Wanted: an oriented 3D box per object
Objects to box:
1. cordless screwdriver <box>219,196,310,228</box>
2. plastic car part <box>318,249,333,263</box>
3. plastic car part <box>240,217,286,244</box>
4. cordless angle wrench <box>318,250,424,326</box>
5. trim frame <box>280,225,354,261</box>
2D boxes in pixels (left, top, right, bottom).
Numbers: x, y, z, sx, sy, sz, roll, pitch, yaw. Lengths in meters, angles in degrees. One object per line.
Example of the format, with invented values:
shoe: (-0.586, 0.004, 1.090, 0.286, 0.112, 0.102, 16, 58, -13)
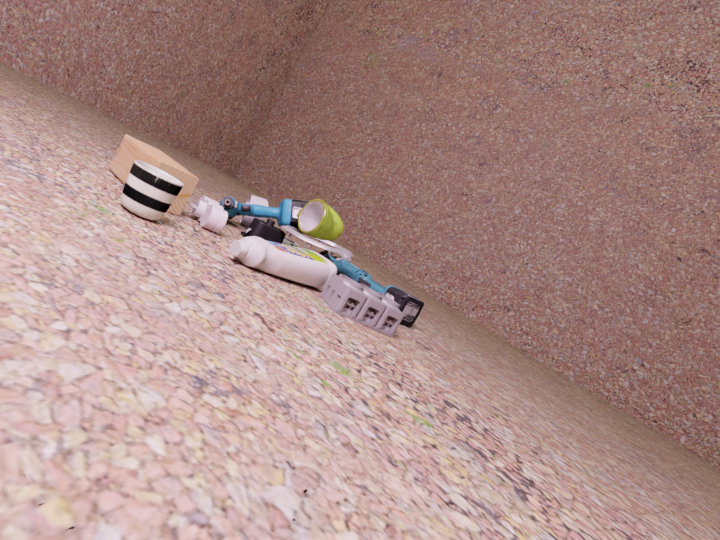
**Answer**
cordless screwdriver: (-0.250, -0.159, 1.123, 0.244, 0.074, 0.162, 5, -1, -13)
plastic car part: (-0.100, -0.020, 1.156, 0.066, 0.066, 0.206, 43, 4, -11)
plastic car part: (-0.238, -0.096, 1.082, 0.110, 0.071, 0.070, 30, 5, -38)
cordless angle wrench: (0.002, 0.027, 1.236, 0.092, 0.074, 0.448, 26, 4, -41)
trim frame: (-0.108, -0.070, 1.102, 0.192, 0.027, 0.239, 25, 4, 19)
